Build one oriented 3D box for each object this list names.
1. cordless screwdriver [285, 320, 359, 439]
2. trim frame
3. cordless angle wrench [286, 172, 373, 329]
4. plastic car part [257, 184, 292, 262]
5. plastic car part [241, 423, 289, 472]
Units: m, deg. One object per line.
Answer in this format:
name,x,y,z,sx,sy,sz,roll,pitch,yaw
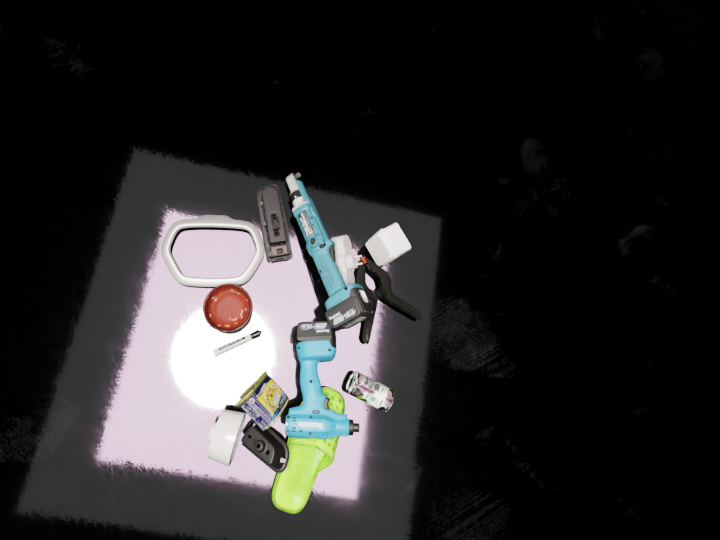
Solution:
cordless screwdriver,-0.082,0.243,0.950,0.159,0.073,0.255,1,65,-1
trim frame,-0.361,-0.051,1.040,0.245,0.027,0.187,-1,77,-7
cordless angle wrench,-0.101,-0.066,1.031,0.099,0.071,0.438,-33,66,18
plastic car part,-0.220,-0.127,1.064,0.066,0.066,0.207,-11,76,-7
plastic car part,-0.209,0.375,0.906,0.123,0.067,0.066,25,72,32
